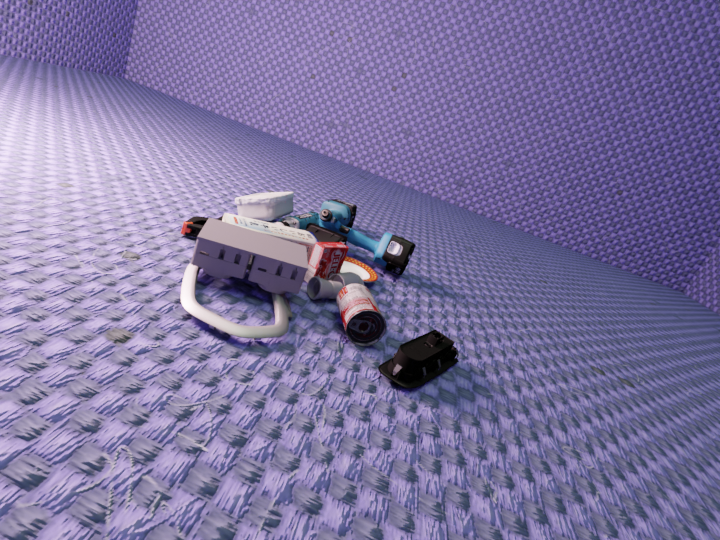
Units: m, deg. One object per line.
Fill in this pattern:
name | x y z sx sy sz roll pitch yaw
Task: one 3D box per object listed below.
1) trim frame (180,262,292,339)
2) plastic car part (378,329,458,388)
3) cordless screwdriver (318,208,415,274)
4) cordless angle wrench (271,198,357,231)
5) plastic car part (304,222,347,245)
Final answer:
trim frame | -0.199 0.040 0.694 0.178 0.027 0.259 11 20 -21
plastic car part | 0.106 0.137 0.686 0.069 0.066 0.194 39 28 26
cordless screwdriver | 0.009 -0.080 1.060 0.256 0.074 0.155 24 -12 13
cordless angle wrench | -0.137 -0.134 1.155 0.102 0.073 0.411 20 21 20
plastic car part | -0.101 -0.066 1.034 0.121 0.065 0.070 24 33 18
